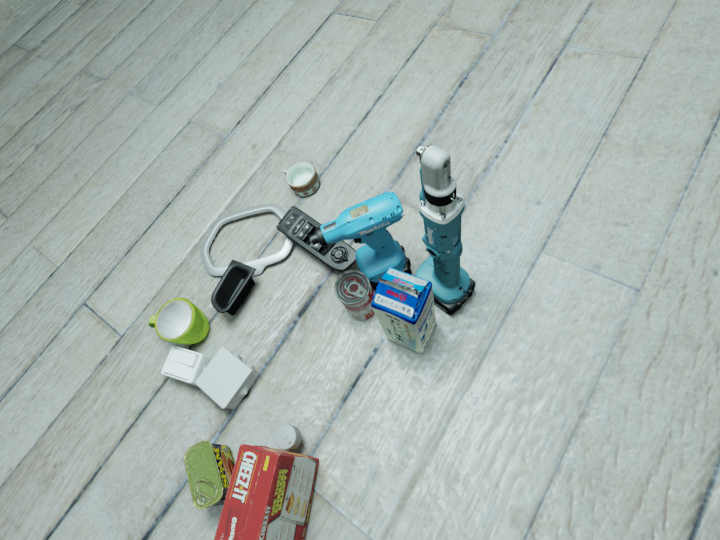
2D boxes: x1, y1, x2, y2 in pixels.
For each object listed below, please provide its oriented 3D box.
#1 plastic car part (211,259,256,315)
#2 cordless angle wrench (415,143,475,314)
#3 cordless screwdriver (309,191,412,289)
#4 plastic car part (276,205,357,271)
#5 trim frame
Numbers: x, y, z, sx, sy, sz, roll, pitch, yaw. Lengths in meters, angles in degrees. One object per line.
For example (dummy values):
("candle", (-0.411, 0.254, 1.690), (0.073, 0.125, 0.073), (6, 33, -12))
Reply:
("plastic car part", (-0.273, 0.047, 0.926), (0.069, 0.068, 0.117), (18, 70, 22))
("cordless angle wrench", (0.127, -0.046, 0.656), (0.103, 0.404, 0.074), (39, 78, 26))
("cordless screwdriver", (0.010, -0.040, 0.786), (0.160, 0.238, 0.077), (-21, 62, 3))
("plastic car part", (-0.091, -0.059, 0.927), (0.213, 0.064, 0.066), (34, 77, 28))
("trim frame", (-0.270, -0.070, 1.010), (0.252, 0.026, 0.190), (-14, 61, 10))
